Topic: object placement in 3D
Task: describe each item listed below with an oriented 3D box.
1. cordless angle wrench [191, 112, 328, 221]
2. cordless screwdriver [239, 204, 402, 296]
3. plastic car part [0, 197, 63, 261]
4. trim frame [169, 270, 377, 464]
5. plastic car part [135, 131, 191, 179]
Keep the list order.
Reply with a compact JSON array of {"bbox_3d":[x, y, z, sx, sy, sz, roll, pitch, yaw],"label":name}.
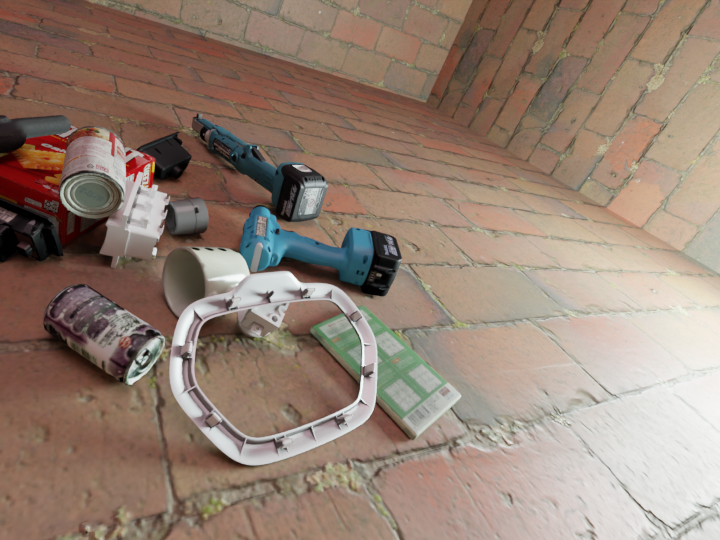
[{"bbox_3d":[-0.241,-0.236,0.883,0.446,0.097,0.071,37,31,32],"label":"cordless angle wrench"},{"bbox_3d":[-0.067,-0.044,0.687,0.243,0.073,0.165,10,31,-13],"label":"cordless screwdriver"},{"bbox_3d":[-0.447,-0.058,0.477,0.204,0.065,0.067,25,55,3],"label":"plastic car part"},{"bbox_3d":[-0.074,0.088,0.443,0.238,0.028,0.190,-6,63,-37],"label":"trim frame"},{"bbox_3d":[-0.354,-0.199,0.773,0.070,0.066,0.117,35,31,-8],"label":"plastic car part"}]
